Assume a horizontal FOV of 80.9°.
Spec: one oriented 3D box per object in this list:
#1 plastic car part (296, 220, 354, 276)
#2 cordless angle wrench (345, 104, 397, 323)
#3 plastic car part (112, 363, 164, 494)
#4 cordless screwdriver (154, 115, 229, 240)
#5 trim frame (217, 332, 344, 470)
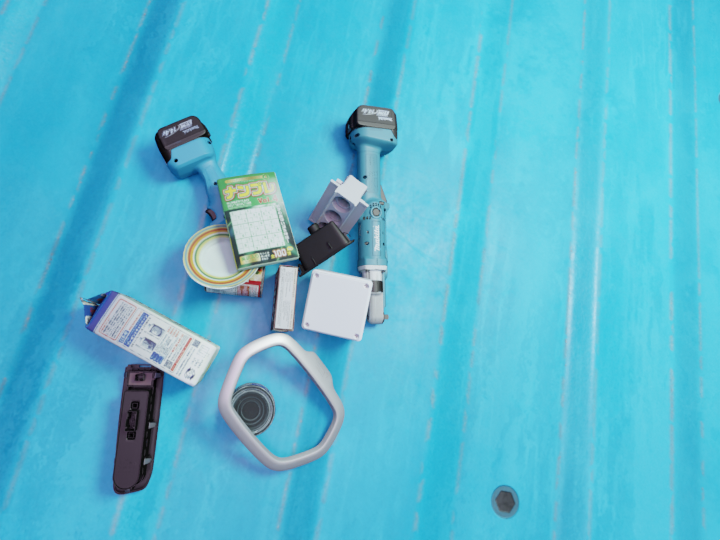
[{"bbox_3d":[-0.076,-0.049,0.773,0.117,0.065,0.071,-36,93,14],"label":"plastic car part"},{"bbox_3d":[0.023,-0.110,0.829,0.095,0.075,0.427,2,80,-17],"label":"cordless angle wrench"},{"bbox_3d":[-0.367,0.261,0.693,0.065,0.068,0.205,4,79,-17],"label":"plastic car part"},{"bbox_3d":[-0.301,-0.152,0.792,0.157,0.075,0.250,-34,88,-14],"label":"cordless screwdriver"},{"bbox_3d":[-0.127,0.222,0.714,0.182,0.028,0.243,-40,104,-18],"label":"trim frame"}]
